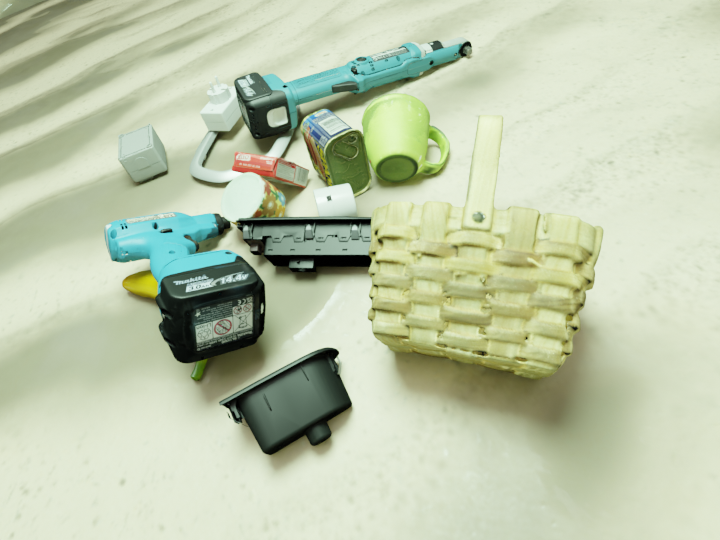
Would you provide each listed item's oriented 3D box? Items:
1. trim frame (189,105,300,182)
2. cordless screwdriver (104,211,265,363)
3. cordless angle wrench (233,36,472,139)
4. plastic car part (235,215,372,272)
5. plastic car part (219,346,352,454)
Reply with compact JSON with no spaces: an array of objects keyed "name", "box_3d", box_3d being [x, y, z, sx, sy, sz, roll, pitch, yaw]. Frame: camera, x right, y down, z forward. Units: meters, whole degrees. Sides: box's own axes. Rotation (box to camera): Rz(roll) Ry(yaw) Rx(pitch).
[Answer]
[{"name":"trim frame","box_3d":[-0.201,-0.236,0.738,0.189,0.026,0.253,0,54,15]},{"name":"cordless screwdriver","box_3d":[-0.184,-0.009,0.487,0.153,0.073,0.264,-16,34,-35]},{"name":"cordless angle wrench","box_3d":[0.001,-0.333,0.721,0.417,0.071,0.103,-22,52,-12]},{"name":"plastic car part","box_3d":[-0.050,-0.032,0.507,0.207,0.063,0.068,-3,61,13]},{"name":"plastic car part","box_3d":[-0.058,0.126,0.388,0.115,0.064,0.074,-25,65,-9]}]
